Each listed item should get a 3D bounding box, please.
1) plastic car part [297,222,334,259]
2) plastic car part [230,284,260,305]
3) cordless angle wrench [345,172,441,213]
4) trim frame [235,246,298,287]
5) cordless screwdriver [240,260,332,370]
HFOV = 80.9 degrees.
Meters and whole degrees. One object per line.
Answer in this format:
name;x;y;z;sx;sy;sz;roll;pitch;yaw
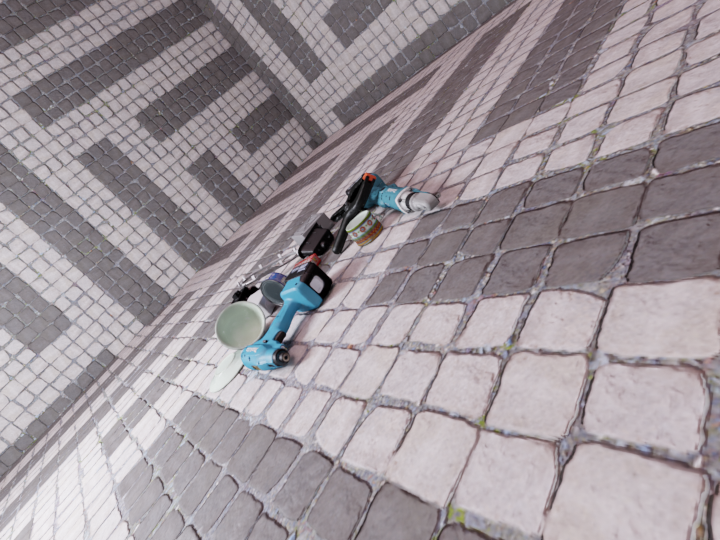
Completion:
plastic car part;-0.116;-0.076;1.189;0.074;0.063;0.116;-3;45;42
plastic car part;-0.364;0.101;1.291;0.067;0.064;0.208;-31;25;15
cordless angle wrench;0.072;-0.180;1.026;0.098;0.072;0.439;-45;22;-3
trim frame;-0.291;-0.012;1.351;0.249;0.027;0.188;-27;15;1
cordless screwdriver;-0.141;0.095;0.874;0.165;0.072;0.249;-17;37;51
